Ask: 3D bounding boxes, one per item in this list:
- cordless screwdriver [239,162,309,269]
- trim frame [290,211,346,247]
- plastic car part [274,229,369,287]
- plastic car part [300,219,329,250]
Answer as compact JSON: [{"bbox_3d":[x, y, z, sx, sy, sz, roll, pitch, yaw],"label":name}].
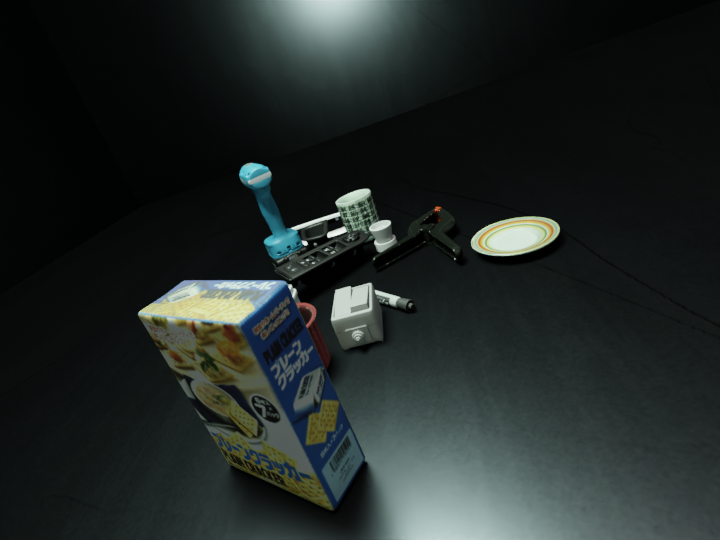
[{"bbox_3d":[-0.195,-0.115,0.919,0.073,0.241,0.166,-27,22,-15],"label":"cordless screwdriver"},{"bbox_3d":[-0.104,-0.104,1.081,0.250,0.026,0.189,-19,25,6],"label":"trim frame"},{"bbox_3d":[-0.061,-0.018,0.822,0.199,0.065,0.070,-34,26,-25],"label":"plastic car part"},{"bbox_3d":[-0.091,-0.059,0.927,0.066,0.069,0.120,-20,23,2],"label":"plastic car part"}]
